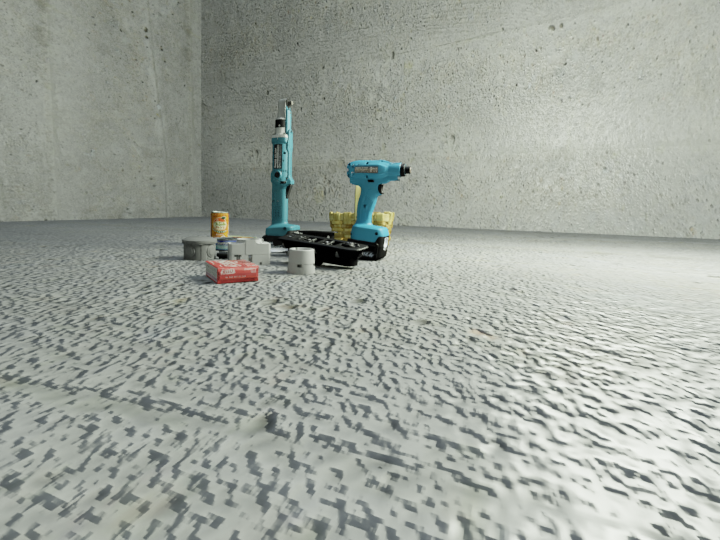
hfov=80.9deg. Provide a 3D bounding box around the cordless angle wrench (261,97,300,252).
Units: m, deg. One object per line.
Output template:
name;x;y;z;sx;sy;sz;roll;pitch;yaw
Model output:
cordless angle wrench;-0.220;-0.264;1.185;0.101;0.420;0.072;4;6;20

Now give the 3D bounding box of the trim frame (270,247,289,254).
trim frame;-0.210;-0.067;1.193;0.194;0.027;0.237;9;12;41

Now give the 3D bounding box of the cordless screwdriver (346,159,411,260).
cordless screwdriver;0.043;-0.151;1.057;0.165;0.247;0.072;4;6;23

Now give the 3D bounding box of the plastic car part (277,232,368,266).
plastic car part;-0.084;-0.044;0.934;0.211;0.066;0.064;6;8;26

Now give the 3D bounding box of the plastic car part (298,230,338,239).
plastic car part;-0.106;-0.069;1.086;0.063;0.070;0.122;-3;9;-31
